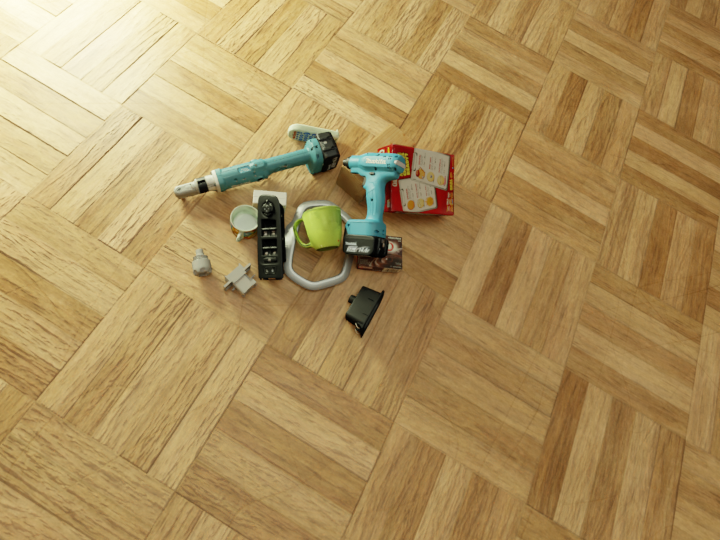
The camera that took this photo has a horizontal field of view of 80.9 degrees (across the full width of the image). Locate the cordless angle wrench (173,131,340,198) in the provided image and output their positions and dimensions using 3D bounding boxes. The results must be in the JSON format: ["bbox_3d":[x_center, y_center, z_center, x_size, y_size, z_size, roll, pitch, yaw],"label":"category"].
[{"bbox_3d":[-0.262,-0.254,1.077,0.416,0.097,0.076,-19,79,-13],"label":"cordless angle wrench"}]

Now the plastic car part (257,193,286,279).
[{"bbox_3d":[-0.205,-0.081,1.007,0.069,0.065,0.202,-2,94,28],"label":"plastic car part"}]

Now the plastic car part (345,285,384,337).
[{"bbox_3d":[0.002,0.087,1.005,0.073,0.064,0.117,23,63,12],"label":"plastic car part"}]

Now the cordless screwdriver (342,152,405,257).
[{"bbox_3d":[0.009,-0.158,1.009,0.167,0.071,0.248,11,90,35],"label":"cordless screwdriver"}]

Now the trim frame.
[{"bbox_3d":[-0.104,-0.068,1.062,0.182,0.027,0.252,12,69,-6],"label":"trim frame"}]
